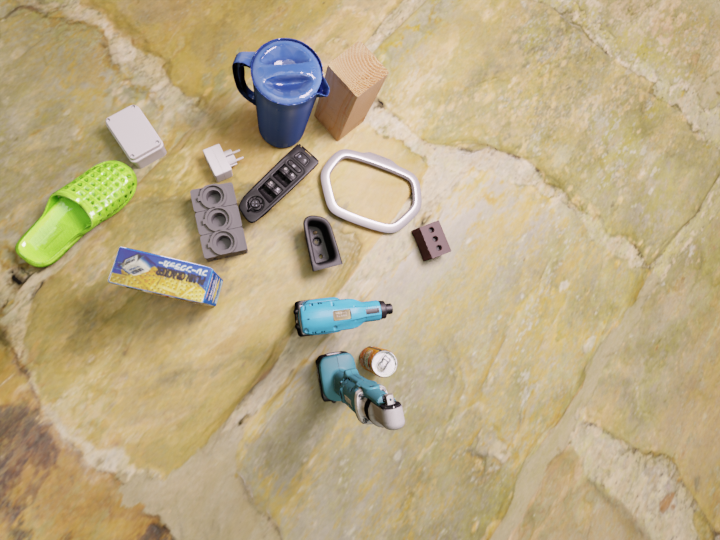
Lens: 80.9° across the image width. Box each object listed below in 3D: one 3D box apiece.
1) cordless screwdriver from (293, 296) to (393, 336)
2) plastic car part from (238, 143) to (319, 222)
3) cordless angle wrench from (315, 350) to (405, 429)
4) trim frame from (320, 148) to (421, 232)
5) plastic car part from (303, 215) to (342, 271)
[{"bbox_3d":[-0.046,0.085,0.809,0.157,0.251,0.075,-6,85,-13],"label":"cordless screwdriver"},{"bbox_3d":[-0.185,-0.185,0.931,0.066,0.067,0.202,44,77,-2],"label":"plastic car part"},{"bbox_3d":[-0.007,0.201,0.704,0.073,0.426,0.099,-9,85,-14],"label":"cordless angle wrench"},{"bbox_3d":[0.026,-0.188,0.982,0.246,0.027,0.185,17,78,-5],"label":"trim frame"},{"bbox_3d":[-0.090,-0.059,0.920,0.065,0.071,0.118,-14,83,-13],"label":"plastic car part"}]
